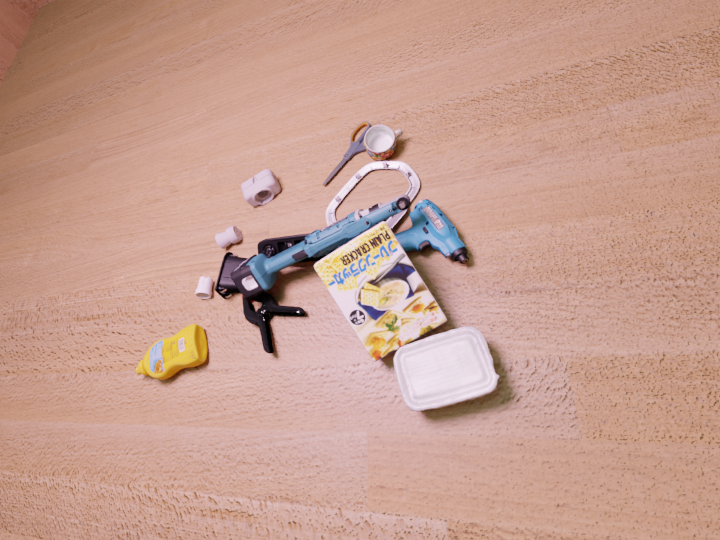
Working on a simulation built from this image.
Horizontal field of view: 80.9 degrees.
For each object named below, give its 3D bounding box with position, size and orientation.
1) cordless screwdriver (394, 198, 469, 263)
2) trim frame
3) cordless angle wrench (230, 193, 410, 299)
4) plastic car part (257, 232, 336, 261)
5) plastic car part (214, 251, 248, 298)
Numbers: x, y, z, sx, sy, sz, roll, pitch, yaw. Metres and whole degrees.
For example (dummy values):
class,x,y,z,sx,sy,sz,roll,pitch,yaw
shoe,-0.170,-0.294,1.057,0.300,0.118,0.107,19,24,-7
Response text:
class,x,y,z,sx,sy,sz,roll,pitch,yaw
cordless screwdriver,0.081,-0.026,0.866,0.250,0.071,0.167,-32,58,4
trim frame,0.023,-0.158,0.980,0.248,0.026,0.194,-48,57,-4
cordless angle wrench,-0.088,-0.057,0.897,0.432,0.073,0.098,-24,17,22
plastic car part,-0.149,-0.059,0.992,0.209,0.064,0.067,-6,27,20
plastic car part,-0.305,0.008,1.042,0.072,0.063,0.118,5,65,10
